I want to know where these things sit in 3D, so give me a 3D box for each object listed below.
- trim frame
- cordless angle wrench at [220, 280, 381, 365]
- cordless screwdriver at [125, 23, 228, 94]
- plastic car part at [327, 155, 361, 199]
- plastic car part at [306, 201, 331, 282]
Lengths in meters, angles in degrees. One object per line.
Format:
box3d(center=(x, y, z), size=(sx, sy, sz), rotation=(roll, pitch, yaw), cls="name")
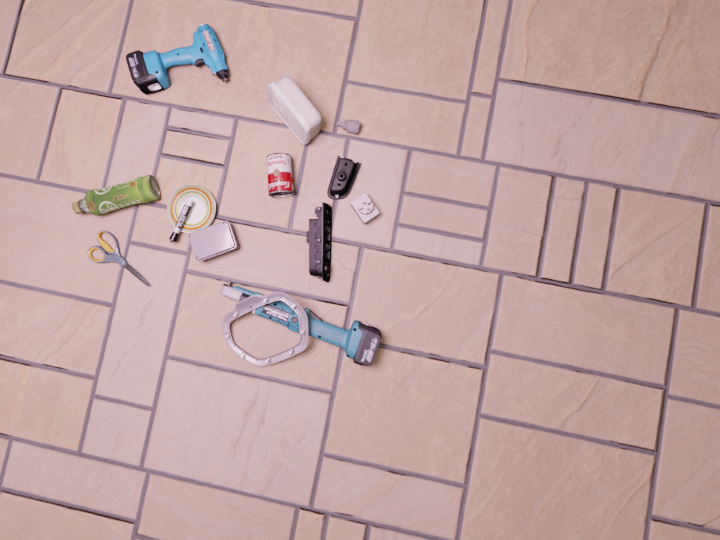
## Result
box3d(center=(-0.239, 0.147, 1.049), size=(0.254, 0.027, 0.182), rotation=(-24, 97, 24), cls="trim frame")
box3d(center=(-0.160, 0.122, 1.070), size=(0.428, 0.073, 0.098), rotation=(20, 87, 6), cls="cordless angle wrench")
box3d(center=(-0.485, -0.545, 1.137), size=(0.248, 0.074, 0.160), rotation=(-23, 86, -3), cls="cordless screwdriver")
box3d(center=(-0.046, -0.242, 1.091), size=(0.066, 0.070, 0.117), rotation=(19, 84, 2), cls="plastic car part")
box3d(center=(-0.106, -0.069, 1.085), size=(0.068, 0.065, 0.204), rotation=(-5, 86, 10), cls="plastic car part")
